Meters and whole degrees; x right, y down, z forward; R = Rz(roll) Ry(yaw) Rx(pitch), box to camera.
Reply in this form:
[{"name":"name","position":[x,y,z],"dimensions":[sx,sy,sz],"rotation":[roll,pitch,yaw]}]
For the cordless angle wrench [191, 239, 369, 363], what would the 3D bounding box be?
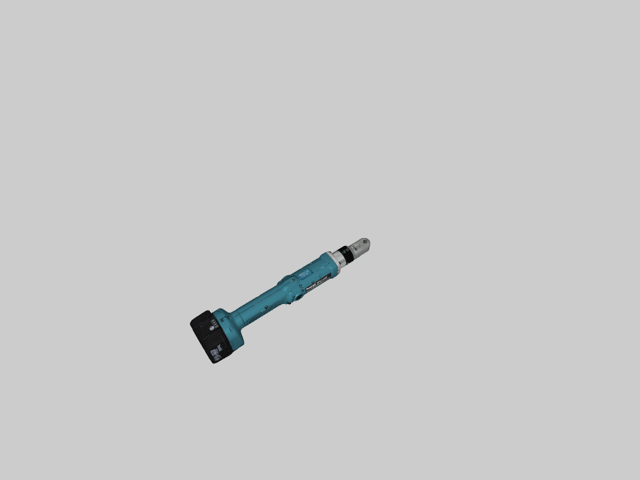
[{"name":"cordless angle wrench","position":[-0.061,0.103,0.896],"dimensions":[0.422,0.074,0.098],"rotation":[-30,-28,-20]}]
